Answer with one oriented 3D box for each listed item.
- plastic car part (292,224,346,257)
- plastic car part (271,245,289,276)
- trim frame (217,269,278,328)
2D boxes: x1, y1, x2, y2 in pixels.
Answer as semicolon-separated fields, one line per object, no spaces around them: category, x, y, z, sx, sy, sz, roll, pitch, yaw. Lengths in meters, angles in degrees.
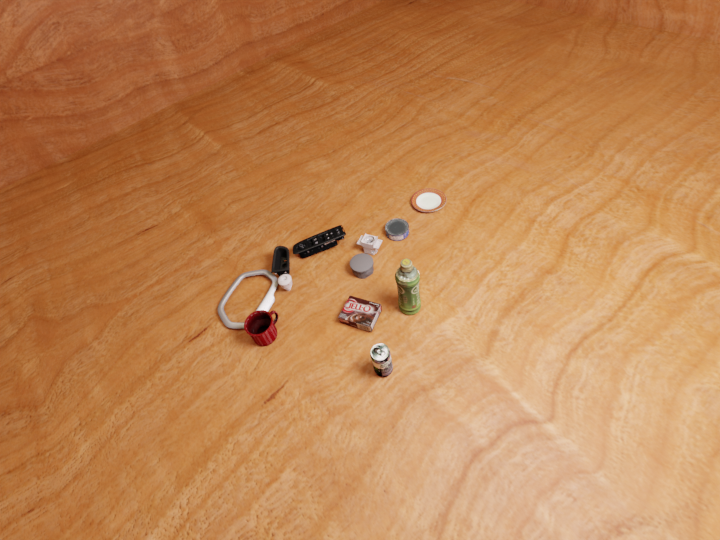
plastic car part;-0.151;-0.099;1.545;0.202;0.064;0.069;-19;49;-2
plastic car part;-0.277;-0.025;1.512;0.067;0.068;0.120;-8;49;5
trim frame;-0.389;0.095;1.468;0.192;0.026;0.249;13;55;24
